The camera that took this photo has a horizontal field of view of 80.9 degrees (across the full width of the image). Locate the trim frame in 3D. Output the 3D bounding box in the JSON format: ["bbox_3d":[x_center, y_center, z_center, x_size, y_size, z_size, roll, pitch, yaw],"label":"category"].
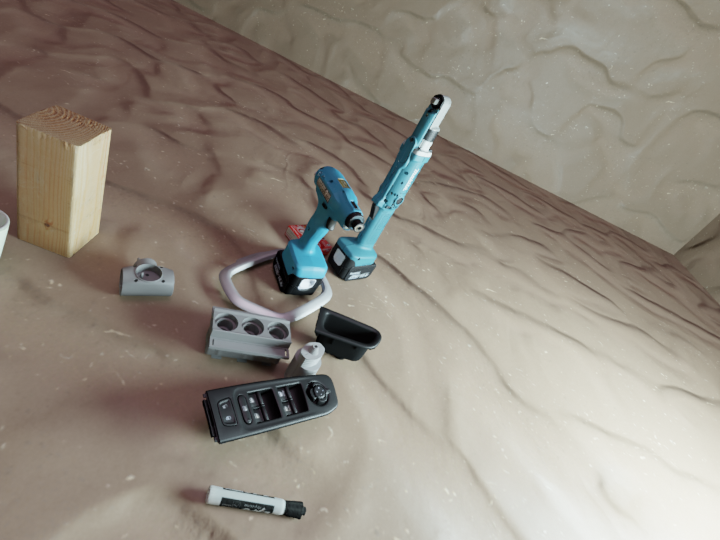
[{"bbox_3d":[-0.159,0.022,0.821,0.191,0.027,0.241,38,34,17],"label":"trim frame"}]

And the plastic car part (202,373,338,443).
[{"bbox_3d":[-0.117,0.191,0.578,0.194,0.067,0.070,-3,44,-38],"label":"plastic car part"}]

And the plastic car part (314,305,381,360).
[{"bbox_3d":[-0.031,0.122,0.730,0.115,0.070,0.067,24,33,-6],"label":"plastic car part"}]

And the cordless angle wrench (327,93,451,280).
[{"bbox_3d":[0.060,-0.155,0.858,0.093,0.421,0.078,-4,46,-42],"label":"cordless angle wrench"}]

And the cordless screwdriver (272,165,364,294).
[{"bbox_3d":[-0.076,-0.050,0.775,0.071,0.247,0.167,6,39,-34],"label":"cordless screwdriver"}]
